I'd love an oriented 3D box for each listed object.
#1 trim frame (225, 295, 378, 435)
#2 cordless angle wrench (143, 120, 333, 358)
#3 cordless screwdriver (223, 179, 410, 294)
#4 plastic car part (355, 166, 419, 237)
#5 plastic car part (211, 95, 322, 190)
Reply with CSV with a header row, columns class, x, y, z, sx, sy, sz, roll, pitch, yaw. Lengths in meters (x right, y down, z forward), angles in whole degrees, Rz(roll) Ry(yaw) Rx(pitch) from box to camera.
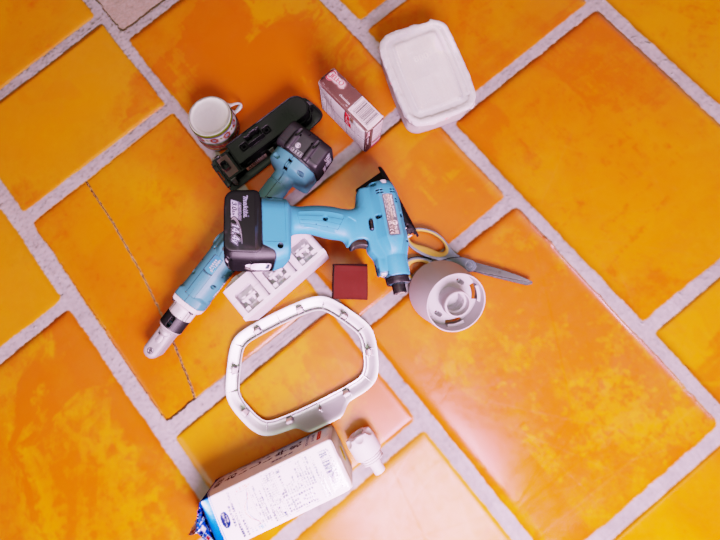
class,x,y,z,sx,sy,sz,roll,pitch,yaw
trim frame,-0.093,0.148,0.650,0.248,0.027,0.187,-25,82,-2
cordless angle wrench,-0.199,-0.036,0.656,0.075,0.097,0.423,38,89,1
cordless screwdriver,-0.055,-0.036,0.561,0.244,0.074,0.163,-6,73,-14
plastic car part,0.031,-0.095,0.659,0.072,0.063,0.121,-31,65,12
plastic car part,-0.156,-0.222,0.694,0.202,0.065,0.068,-37,77,-5
